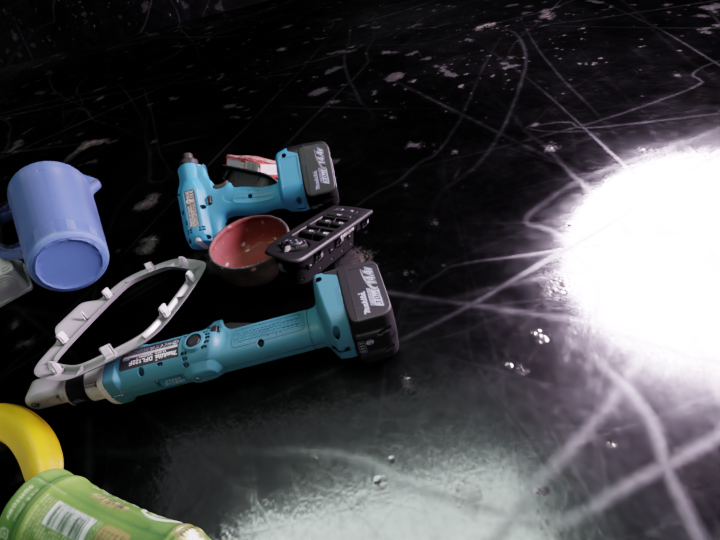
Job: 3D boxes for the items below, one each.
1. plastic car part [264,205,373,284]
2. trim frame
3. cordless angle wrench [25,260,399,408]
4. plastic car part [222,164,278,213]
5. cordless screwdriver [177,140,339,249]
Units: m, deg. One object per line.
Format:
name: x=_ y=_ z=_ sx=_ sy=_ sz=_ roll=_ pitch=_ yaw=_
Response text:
plastic car part: x=-0.054 y=-0.036 z=0.557 sx=0.069 sy=0.066 sz=0.199 roll=17 pitch=26 yaw=19
trim frame: x=-0.300 y=0.046 z=0.542 sx=0.188 sy=0.026 sz=0.253 roll=-14 pitch=30 yaw=14
cordless angle wrench: x=-0.174 y=0.092 z=0.473 sx=0.425 sy=0.071 sz=0.102 roll=-15 pitch=42 yaw=3
plastic car part: x=-0.192 y=-0.129 z=0.722 sx=0.122 sy=0.063 sz=0.071 roll=18 pitch=65 yaw=25
cordless screwdriver: x=-0.164 y=-0.139 z=0.659 sx=0.250 sy=0.072 sz=0.162 roll=-16 pitch=76 yaw=3
